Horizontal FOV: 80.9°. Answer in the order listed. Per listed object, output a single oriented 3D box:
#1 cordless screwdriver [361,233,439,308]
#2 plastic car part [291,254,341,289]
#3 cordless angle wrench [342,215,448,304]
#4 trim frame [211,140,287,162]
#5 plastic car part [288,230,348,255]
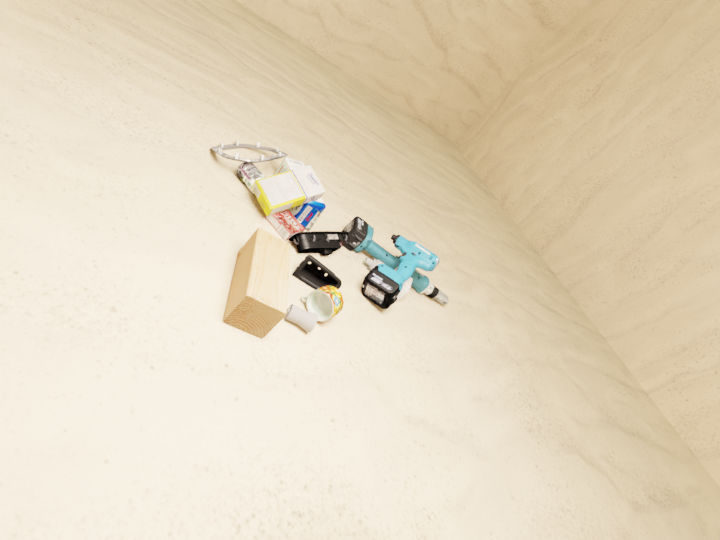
[{"bbox_3d":[0.095,-0.011,1.194,0.166,0.072,0.244,36,51,23],"label":"cordless screwdriver"},{"bbox_3d":[-0.106,0.004,1.054,0.112,0.066,0.073,35,16,-20],"label":"plastic car part"},{"bbox_3d":[0.124,-0.011,1.331,0.410,0.075,0.100,36,31,-16],"label":"cordless angle wrench"},{"bbox_3d":[-0.313,-0.342,1.214,0.190,0.027,0.244,20,24,17],"label":"trim frame"},{"bbox_3d":[-0.112,-0.073,1.148,0.193,0.069,0.068,2,76,-51],"label":"plastic car part"}]
